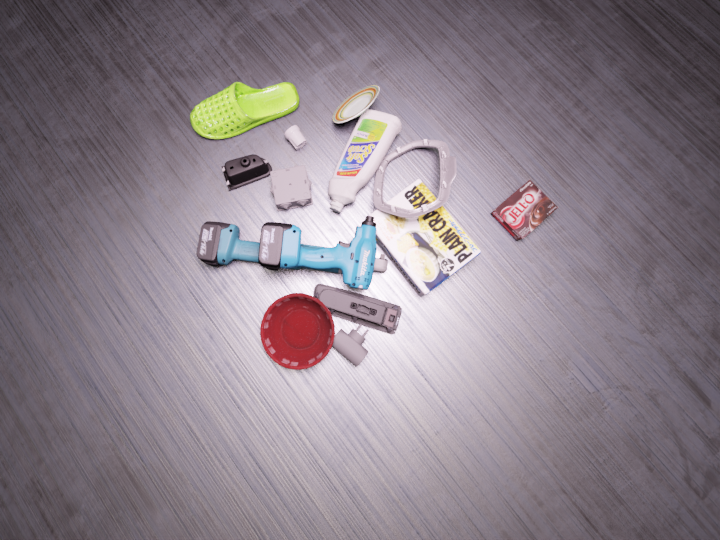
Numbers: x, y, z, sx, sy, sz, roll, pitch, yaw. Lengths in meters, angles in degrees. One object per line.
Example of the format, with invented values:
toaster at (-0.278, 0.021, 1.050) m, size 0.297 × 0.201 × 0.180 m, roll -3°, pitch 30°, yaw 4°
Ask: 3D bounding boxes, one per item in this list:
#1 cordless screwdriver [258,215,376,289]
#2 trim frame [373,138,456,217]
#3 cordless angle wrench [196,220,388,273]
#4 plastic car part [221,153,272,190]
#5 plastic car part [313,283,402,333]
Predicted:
cordless screwdriver at (-0.088, -0.057, 0.897) m, size 0.247 × 0.074 × 0.160 m, roll 11°, pitch 82°, yaw -5°
trim frame at (0.119, -0.213, 0.942) m, size 0.190 × 0.026 × 0.253 m, roll -6°, pitch 50°, yaw 21°
cordless angle wrench at (-0.149, -0.035, 0.957) m, size 0.424 × 0.073 × 0.099 m, roll 8°, pitch 81°, yaw 1°
plastic car part at (-0.273, -0.244, 0.999) m, size 0.117 × 0.070 × 0.067 m, roll -19°, pitch 83°, yaw 0°
plastic car part at (-0.012, 0.083, 0.934) m, size 0.206 × 0.066 × 0.066 m, roll 17°, pitch 88°, yaw 7°
